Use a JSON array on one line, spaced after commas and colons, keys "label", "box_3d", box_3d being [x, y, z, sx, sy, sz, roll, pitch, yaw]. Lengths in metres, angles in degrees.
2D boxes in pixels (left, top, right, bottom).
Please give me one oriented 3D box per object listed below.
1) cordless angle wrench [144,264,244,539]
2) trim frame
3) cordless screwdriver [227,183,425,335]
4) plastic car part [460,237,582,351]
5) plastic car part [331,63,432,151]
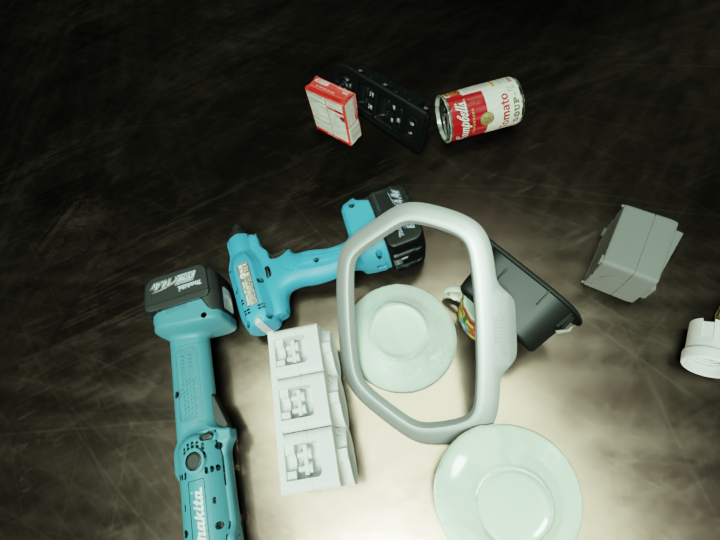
[{"label": "cordless angle wrench", "box_3d": [-0.164, 0.200, 0.449, 0.098, 0.071, 0.438, -18, 63, 1]}, {"label": "trim frame", "box_3d": [0.058, 0.054, 0.433, 0.192, 0.026, 0.248, -1, 92, 31]}, {"label": "cordless screwdriver", "box_3d": [-0.053, -0.035, 0.545, 0.250, 0.071, 0.166, -24, 61, 3]}, {"label": "plastic car part", "box_3d": [0.146, 0.031, 0.420, 0.071, 0.063, 0.121, -44, 67, 4]}, {"label": "plastic car part", "box_3d": [0.035, -0.266, 0.650, 0.066, 0.064, 0.212, -40, 62, -22]}]
